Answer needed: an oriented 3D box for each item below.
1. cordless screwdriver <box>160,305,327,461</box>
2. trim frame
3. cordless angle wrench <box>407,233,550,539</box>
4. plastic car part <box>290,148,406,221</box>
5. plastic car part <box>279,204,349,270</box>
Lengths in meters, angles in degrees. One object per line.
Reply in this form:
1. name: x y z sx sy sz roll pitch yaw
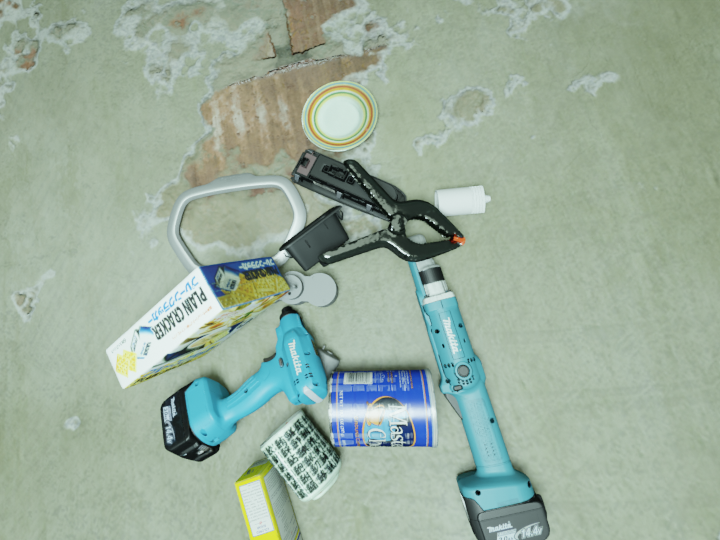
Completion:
1. cordless screwdriver: -0.178 0.166 0.639 0.250 0.070 0.167 -30 48 5
2. trim frame: -0.215 -0.081 0.726 0.252 0.027 0.186 -9 79 8
3. cordless angle wrench: 0.143 0.146 0.610 0.098 0.072 0.432 -16 75 3
4. plastic car part: -0.018 -0.146 0.694 0.207 0.066 0.066 27 77 9
5. plastic car part: -0.066 -0.043 0.675 0.116 0.067 0.070 -42 101 -13
